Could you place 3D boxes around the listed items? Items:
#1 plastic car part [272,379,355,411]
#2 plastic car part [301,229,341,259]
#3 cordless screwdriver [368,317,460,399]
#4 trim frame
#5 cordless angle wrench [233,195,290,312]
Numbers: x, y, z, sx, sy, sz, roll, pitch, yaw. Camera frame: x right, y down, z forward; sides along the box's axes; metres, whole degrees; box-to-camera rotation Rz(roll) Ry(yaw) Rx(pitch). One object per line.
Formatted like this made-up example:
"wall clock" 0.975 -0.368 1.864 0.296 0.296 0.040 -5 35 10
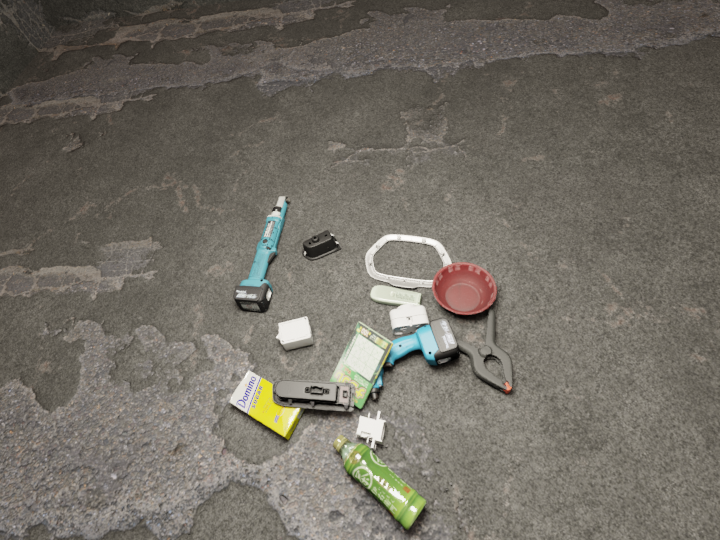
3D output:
"plastic car part" -0.118 0.292 1.005 0.207 0.064 0.068 0 65 12
"plastic car part" -0.127 -0.083 1.297 0.115 0.068 0.069 -24 55 -10
"cordless screwdriver" 0.116 0.215 1.039 0.253 0.071 0.165 -16 58 12
"trim frame" 0.138 -0.029 1.234 0.255 0.026 0.187 8 60 14
"cordless angle wrench" -0.291 -0.074 1.327 0.100 0.071 0.432 1 55 10
